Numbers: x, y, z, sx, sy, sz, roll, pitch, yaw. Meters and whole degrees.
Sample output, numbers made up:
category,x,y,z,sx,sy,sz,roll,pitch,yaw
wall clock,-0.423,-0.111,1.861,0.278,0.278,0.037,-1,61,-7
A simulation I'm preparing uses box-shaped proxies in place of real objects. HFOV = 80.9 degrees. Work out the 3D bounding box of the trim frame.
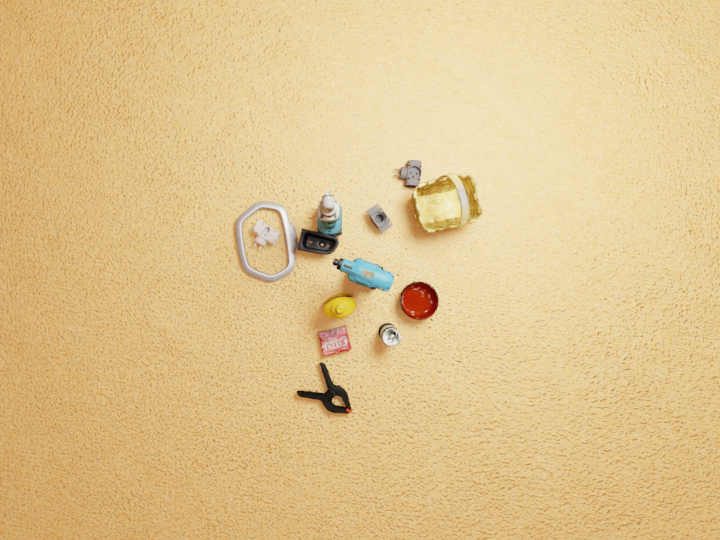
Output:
category,x,y,z,sx,sy,sz,roll,pitch,yaw
trim frame,-0.286,-0.089,1.297,0.184,0.027,0.249,-10,87,1

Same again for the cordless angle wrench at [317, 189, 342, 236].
category,x,y,z,sx,sy,sz,roll,pitch,yaw
cordless angle wrench,-0.081,-0.146,1.096,0.074,0.423,0.098,0,91,-3

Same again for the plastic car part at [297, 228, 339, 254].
category,x,y,z,sx,sy,sz,roll,pitch,yaw
plastic car part,-0.124,-0.081,1.270,0.117,0.071,0.066,12,89,1

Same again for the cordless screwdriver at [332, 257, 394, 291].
category,x,y,z,sx,sy,sz,roll,pitch,yaw
cordless screwdriver,-0.001,0.003,1.173,0.159,0.249,0.074,21,90,-2
